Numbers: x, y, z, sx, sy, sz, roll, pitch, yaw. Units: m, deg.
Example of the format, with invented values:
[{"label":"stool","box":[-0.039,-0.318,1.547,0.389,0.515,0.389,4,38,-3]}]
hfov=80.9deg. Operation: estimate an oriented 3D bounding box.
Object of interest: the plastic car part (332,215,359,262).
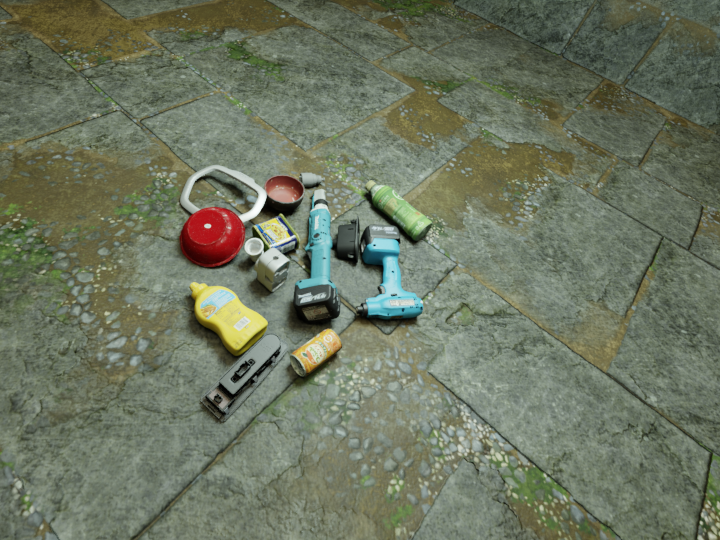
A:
[{"label":"plastic car part","box":[-0.037,-0.078,1.106,0.072,0.063,0.119,1,54,9]}]

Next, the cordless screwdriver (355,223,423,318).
[{"label":"cordless screwdriver","box":[0.046,0.004,1.046,0.156,0.073,0.258,-3,56,-15]}]

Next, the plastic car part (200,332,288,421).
[{"label":"plastic car part","box":[-0.225,0.194,0.844,0.069,0.065,0.200,30,49,18]}]

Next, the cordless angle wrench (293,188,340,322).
[{"label":"cordless angle wrench","box":[-0.104,-0.068,1.067,0.100,0.071,0.437,-14,46,11]}]

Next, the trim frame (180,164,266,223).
[{"label":"trim frame","box":[-0.365,-0.200,1.120,0.259,0.026,0.183,28,64,23]}]
